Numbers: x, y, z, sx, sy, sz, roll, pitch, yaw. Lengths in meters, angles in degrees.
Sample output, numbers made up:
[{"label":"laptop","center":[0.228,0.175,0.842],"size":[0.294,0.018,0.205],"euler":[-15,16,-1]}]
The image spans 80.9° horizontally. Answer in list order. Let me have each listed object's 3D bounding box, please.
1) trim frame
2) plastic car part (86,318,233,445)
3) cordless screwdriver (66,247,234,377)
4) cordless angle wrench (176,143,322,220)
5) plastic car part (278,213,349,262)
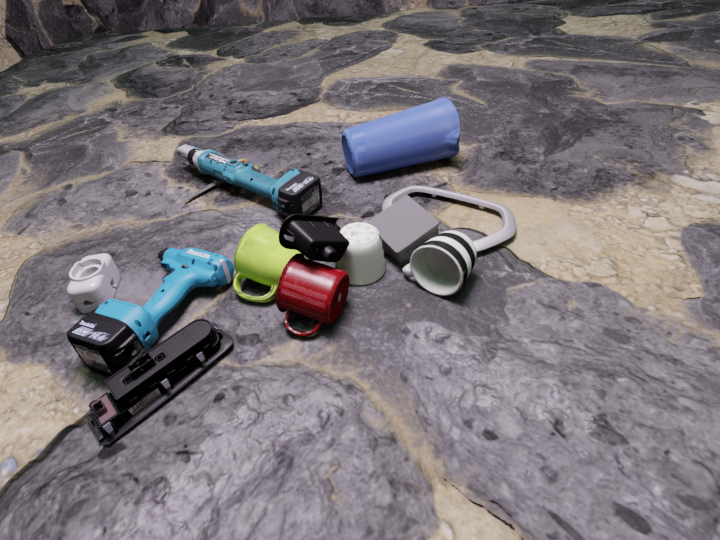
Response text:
[{"label":"trim frame","center":[0.157,-0.102,0.787],"size":[0.261,0.026,0.182],"euler":[18,48,29]},{"label":"plastic car part","center":[-0.269,0.130,0.569],"size":[0.070,0.064,0.199],"euler":[24,47,40]},{"label":"cordless screwdriver","center":[-0.334,0.044,0.668],"size":[0.166,0.072,0.247],"euler":[11,41,26]},{"label":"cordless angle wrench","center":[-0.274,-0.217,0.939],"size":[0.445,0.072,0.096],"euler":[25,49,30]},{"label":"plastic car part","center":[-0.061,-0.040,0.620],"size":[0.074,0.066,0.111],"euler":[39,21,25]}]
